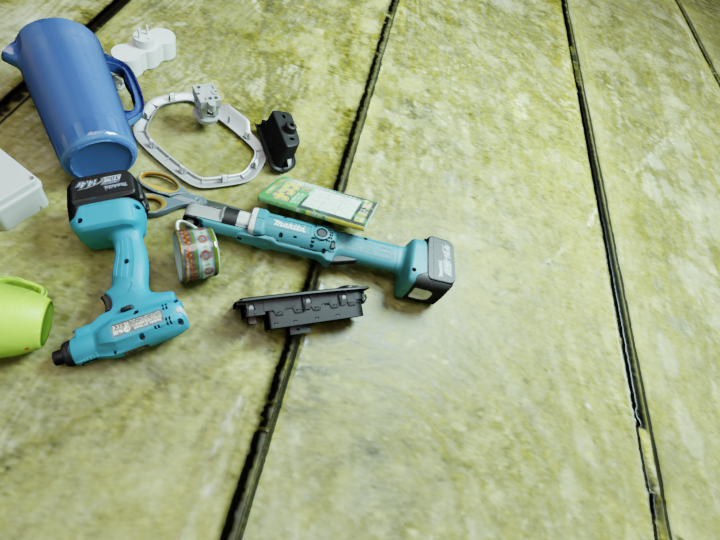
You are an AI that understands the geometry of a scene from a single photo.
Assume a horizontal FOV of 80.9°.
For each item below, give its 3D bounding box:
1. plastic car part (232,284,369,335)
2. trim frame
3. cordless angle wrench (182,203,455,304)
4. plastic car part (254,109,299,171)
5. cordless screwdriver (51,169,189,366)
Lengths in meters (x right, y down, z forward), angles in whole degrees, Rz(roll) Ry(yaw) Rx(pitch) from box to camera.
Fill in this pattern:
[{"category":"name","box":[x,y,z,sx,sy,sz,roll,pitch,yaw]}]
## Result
[{"category":"plastic car part","box":[-0.075,0.055,0.608,0.197,0.067,0.069,-10,74,-21]},{"category":"trim frame","box":[-0.284,-0.240,0.755,0.254,0.027,0.182,38,56,11]},{"category":"cordless angle wrench","box":[-0.065,-0.043,0.666,0.419,0.073,0.100,13,56,-6]},{"category":"plastic car part","box":[-0.140,-0.243,0.765,0.063,0.071,0.121,-3,57,-34]},{"category":"cordless screwdriver","box":[-0.340,-0.006,0.564,0.156,0.073,0.256,-20,70,-15]}]
